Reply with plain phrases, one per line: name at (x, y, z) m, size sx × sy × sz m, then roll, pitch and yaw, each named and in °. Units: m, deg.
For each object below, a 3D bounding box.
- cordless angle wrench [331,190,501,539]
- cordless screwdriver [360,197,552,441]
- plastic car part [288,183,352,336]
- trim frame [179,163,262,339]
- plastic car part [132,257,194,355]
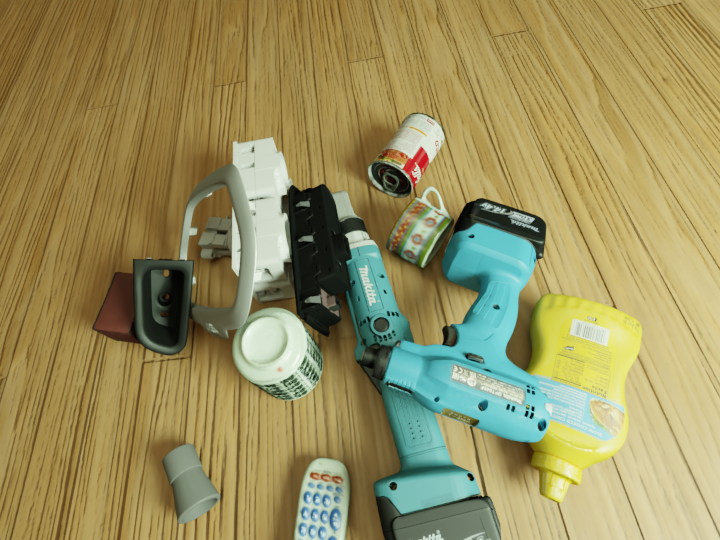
cordless angle wrench at (0.023, 0.072, 0.470) m, size 0.098 × 0.071 × 0.440 m, roll -17°, pitch 58°, yaw 0°
cordless screwdriver at (0.106, 0.029, 0.436) m, size 0.162 × 0.072 × 0.251 m, roll 16°, pitch 51°, yaw 8°
plastic car part at (-0.049, -0.032, 0.498) m, size 0.068 × 0.062 × 0.211 m, roll -32°, pitch 50°, yaw 21°
trim frame at (-0.165, -0.017, 0.472) m, size 0.259 × 0.026 × 0.185 m, roll -7°, pitch 83°, yaw 52°
plastic car part at (-0.239, 0.035, 0.515) m, size 0.064 × 0.115 × 0.074 m, roll 2°, pitch 15°, yaw -20°
